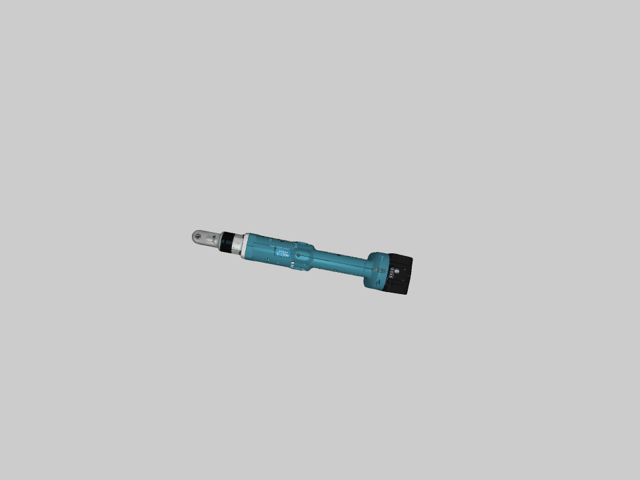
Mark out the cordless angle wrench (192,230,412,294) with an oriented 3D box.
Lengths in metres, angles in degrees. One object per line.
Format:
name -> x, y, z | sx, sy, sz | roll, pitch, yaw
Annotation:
cordless angle wrench -> -0.039, 0.032, 0.825 | 0.423, 0.074, 0.098 | 11, -5, -3
